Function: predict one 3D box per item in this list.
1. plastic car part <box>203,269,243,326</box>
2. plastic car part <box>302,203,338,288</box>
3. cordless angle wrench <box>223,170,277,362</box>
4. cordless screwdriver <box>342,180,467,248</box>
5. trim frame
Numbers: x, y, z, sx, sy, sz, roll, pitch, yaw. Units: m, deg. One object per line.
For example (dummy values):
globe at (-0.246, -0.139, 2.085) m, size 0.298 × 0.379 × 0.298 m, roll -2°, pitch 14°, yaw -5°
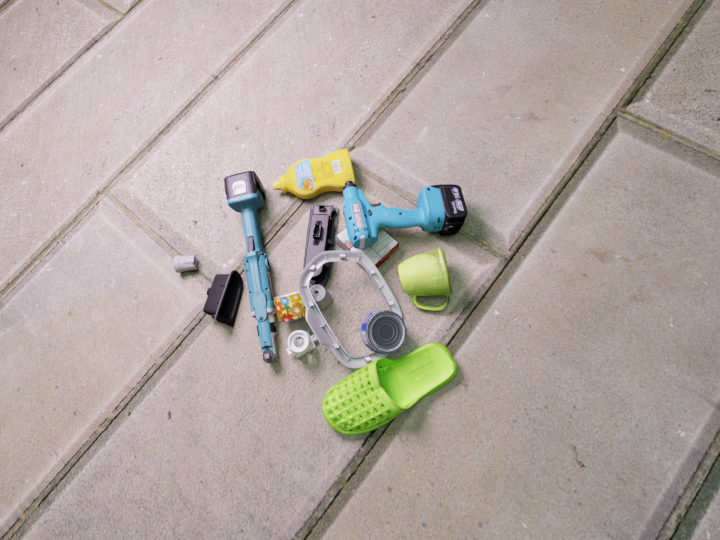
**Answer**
plastic car part at (-0.307, 0.058, 0.929) m, size 0.073 × 0.063 × 0.118 m, roll 0°, pitch 67°, yaw 22°
plastic car part at (-0.091, -0.060, 0.933) m, size 0.067 × 0.066 × 0.206 m, roll 5°, pitch 74°, yaw 1°
cordless angle wrench at (-0.228, -0.012, 0.928) m, size 0.075 × 0.095 × 0.433 m, roll -13°, pitch 73°, yaw 2°
cordless screwdriver at (0.086, -0.137, 0.902) m, size 0.248 × 0.072 × 0.164 m, roll -8°, pitch 62°, yaw -3°
trim frame at (-0.020, 0.073, 0.848) m, size 0.182 × 0.028 × 0.248 m, roll -30°, pitch 90°, yaw -14°
